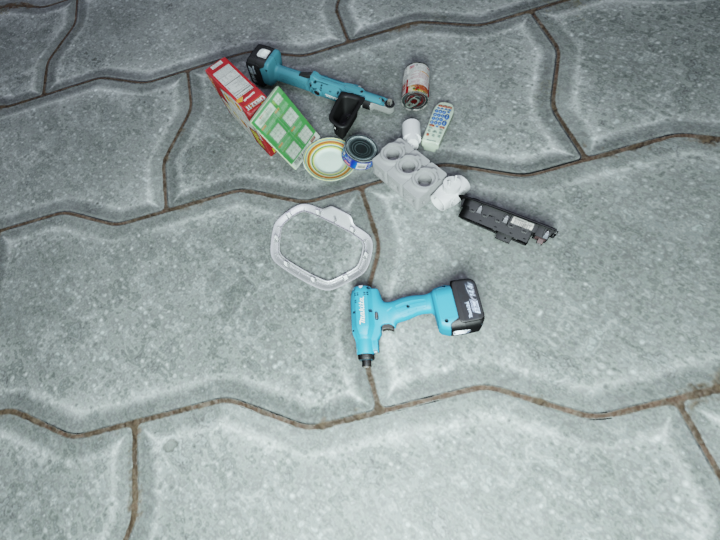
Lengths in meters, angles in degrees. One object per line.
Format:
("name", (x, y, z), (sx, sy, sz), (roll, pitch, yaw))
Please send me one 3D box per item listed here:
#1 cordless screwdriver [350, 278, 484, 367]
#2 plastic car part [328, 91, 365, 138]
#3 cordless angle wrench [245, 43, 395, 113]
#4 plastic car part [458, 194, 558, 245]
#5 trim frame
("cordless screwdriver", (0.106, 0.101, 0.817), (0.253, 0.071, 0.163), (-6, 66, 12))
("plastic car part", (-0.040, -0.380, 1.061), (0.067, 0.069, 0.117), (19, 66, 10))
("cordless angle wrench", (-0.106, -0.493, 1.125), (0.436, 0.095, 0.074), (25, 72, 16))
("plastic car part", (0.293, -0.099, 0.882), (0.211, 0.064, 0.067), (31, 100, 20))
("trim frame", (-0.093, -0.061, 0.952), (0.259, 0.026, 0.184), (28, 73, 23))
